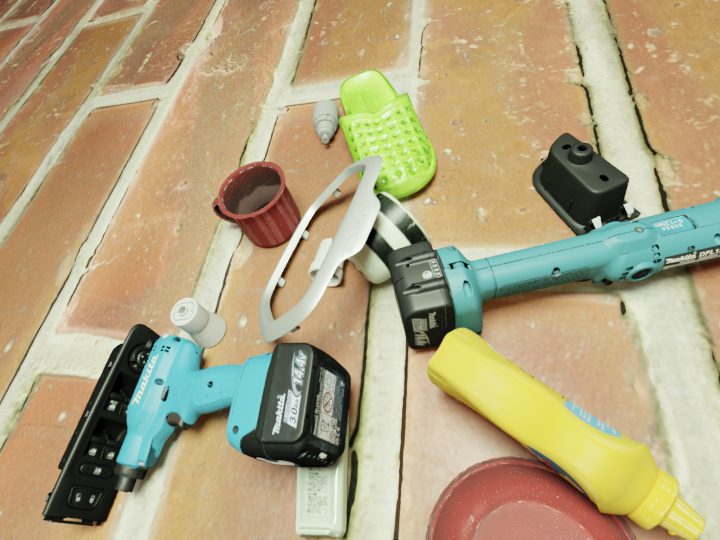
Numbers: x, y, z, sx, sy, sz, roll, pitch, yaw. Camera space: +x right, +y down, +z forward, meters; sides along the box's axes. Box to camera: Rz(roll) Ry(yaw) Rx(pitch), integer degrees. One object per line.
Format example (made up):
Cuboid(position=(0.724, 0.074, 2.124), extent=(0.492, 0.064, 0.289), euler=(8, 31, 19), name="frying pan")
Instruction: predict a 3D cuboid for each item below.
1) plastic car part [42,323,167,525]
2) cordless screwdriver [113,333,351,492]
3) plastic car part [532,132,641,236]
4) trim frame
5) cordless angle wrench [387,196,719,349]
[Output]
Cuboid(position=(-0.282, 0.163, 0.479), extent=(0.070, 0.063, 0.206), euler=(-12, 53, 41), name="plastic car part")
Cuboid(position=(-0.138, 0.145, 0.411), extent=(0.259, 0.070, 0.162), euler=(-5, 57, 30), name="cordless screwdriver")
Cuboid(position=(0.238, -0.103, 0.457), extent=(0.066, 0.068, 0.122), euler=(-25, 58, -1), name="plastic car part")
Cuboid(position=(-0.047, -0.031, 0.478), extent=(0.190, 0.026, 0.250), euler=(-19, 41, 55), name="trim frame")
Cuboid(position=(0.243, -0.017, 0.392), extent=(0.427, 0.093, 0.077), euler=(-13, 53, 7), name="cordless angle wrench")
